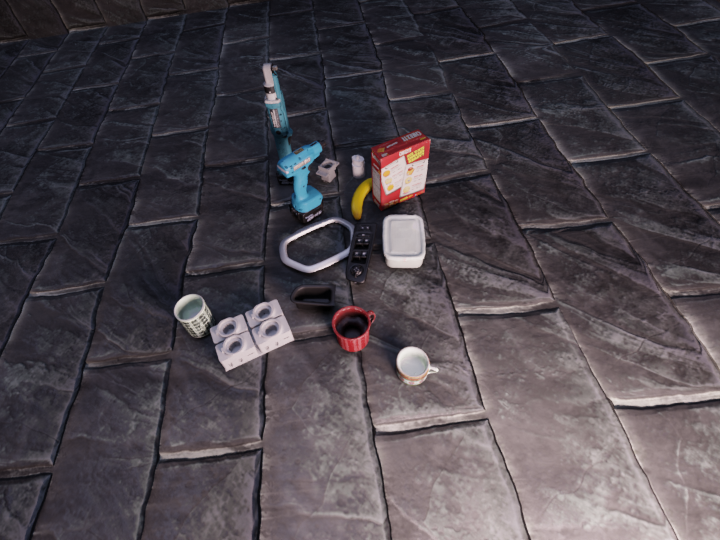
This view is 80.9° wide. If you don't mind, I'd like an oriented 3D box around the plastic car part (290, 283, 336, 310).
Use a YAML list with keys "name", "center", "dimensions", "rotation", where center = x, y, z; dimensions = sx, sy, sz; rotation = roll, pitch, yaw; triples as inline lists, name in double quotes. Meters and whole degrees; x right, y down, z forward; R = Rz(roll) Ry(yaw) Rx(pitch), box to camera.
- name: "plastic car part"
  center: [-0.122, 0.079, 1.116]
  dimensions: [0.118, 0.068, 0.068]
  rotation: [0, 53, 7]

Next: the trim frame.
- name: "trim frame"
  center: [-0.124, -0.081, 1.267]
  dimensions: [0.245, 0.026, 0.194]
  rotation: [-28, 54, -13]

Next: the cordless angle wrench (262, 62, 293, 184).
- name: "cordless angle wrench"
  center: [-0.250, -0.447, 1.327]
  dimensions: [0.100, 0.407, 0.076]
  rotation: [5, 53, 7]

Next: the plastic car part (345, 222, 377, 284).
- name: "plastic car part"
  center: [0.002, -0.043, 1.194]
  dimensions: [0.068, 0.064, 0.206]
  rotation: [5, 53, 10]

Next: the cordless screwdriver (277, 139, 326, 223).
- name: "cordless screwdriver"
  center: [-0.158, -0.270, 1.283]
  dimensions: [0.157, 0.239, 0.078]
  rotation: [-37, 59, -21]
